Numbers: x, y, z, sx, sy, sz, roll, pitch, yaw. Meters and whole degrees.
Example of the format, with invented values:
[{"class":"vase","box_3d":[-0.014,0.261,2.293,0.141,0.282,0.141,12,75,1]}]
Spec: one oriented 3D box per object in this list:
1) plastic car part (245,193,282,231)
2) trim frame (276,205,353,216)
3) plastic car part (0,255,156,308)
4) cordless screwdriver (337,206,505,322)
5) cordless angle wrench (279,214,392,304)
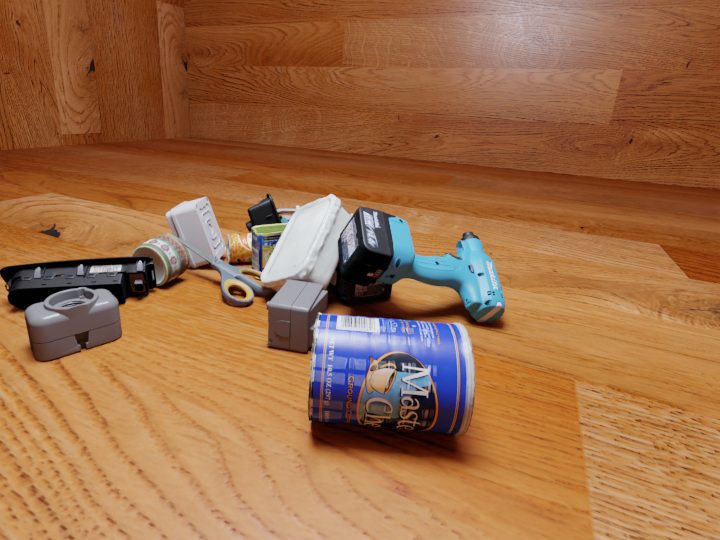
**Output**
[{"class":"plastic car part","box_3d":[-0.202,-0.097,0.886,0.070,0.112,0.069,-28,29,-14]},{"class":"trim frame","box_3d":[-0.130,-0.140,1.099,0.252,0.027,0.185,4,21,7]},{"class":"plastic car part","box_3d":[-0.409,0.024,0.614,0.199,0.065,0.070,0,46,-12]},{"class":"cordless screwdriver","box_3d":[0.092,-0.026,0.627,0.242,0.074,0.164,17,46,-16]},{"class":"cordless angle wrench","box_3d":[-0.081,-0.053,0.831,0.095,0.073,0.445,-7,21,-26]}]
